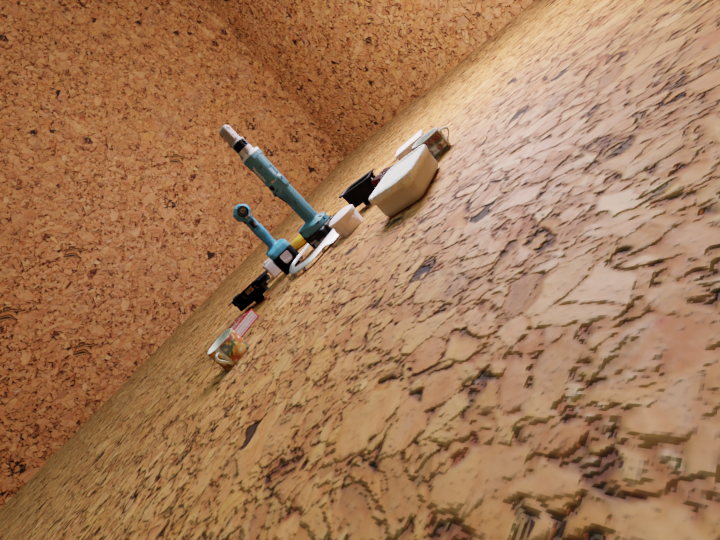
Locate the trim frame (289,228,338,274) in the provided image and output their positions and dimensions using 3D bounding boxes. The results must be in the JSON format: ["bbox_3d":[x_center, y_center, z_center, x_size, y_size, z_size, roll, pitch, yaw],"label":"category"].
[{"bbox_3d":[-0.115,-0.075,1.180,0.189,0.027,0.247,-22,26,53],"label":"trim frame"}]

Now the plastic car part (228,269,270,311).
[{"bbox_3d":[-0.322,0.069,1.245,0.208,0.066,0.066,-30,18,42],"label":"plastic car part"}]

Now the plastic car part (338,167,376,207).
[{"bbox_3d":[0.006,-0.214,1.158,0.119,0.069,0.066,-34,15,34],"label":"plastic car part"}]

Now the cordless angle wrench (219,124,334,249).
[{"bbox_3d":[-0.231,-0.239,1.172,0.100,0.415,0.074,-33,14,47],"label":"cordless angle wrench"}]

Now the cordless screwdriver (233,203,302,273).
[{"bbox_3d":[-0.279,-0.100,1.249,0.074,0.244,0.163,-45,11,-9],"label":"cordless screwdriver"}]
